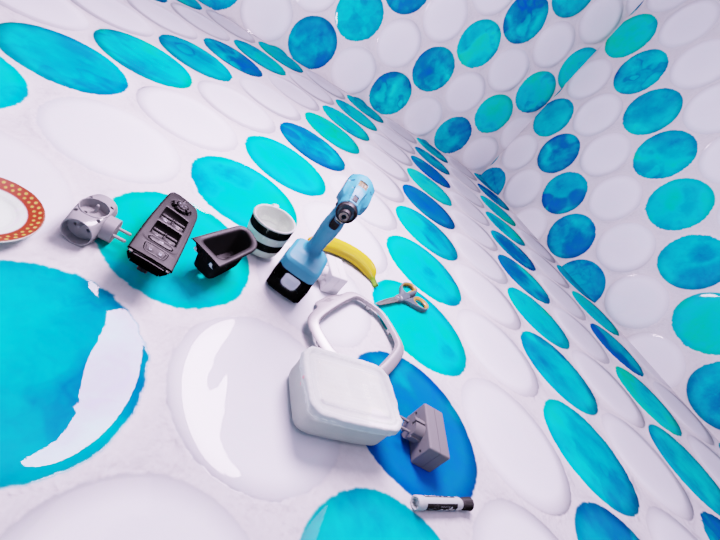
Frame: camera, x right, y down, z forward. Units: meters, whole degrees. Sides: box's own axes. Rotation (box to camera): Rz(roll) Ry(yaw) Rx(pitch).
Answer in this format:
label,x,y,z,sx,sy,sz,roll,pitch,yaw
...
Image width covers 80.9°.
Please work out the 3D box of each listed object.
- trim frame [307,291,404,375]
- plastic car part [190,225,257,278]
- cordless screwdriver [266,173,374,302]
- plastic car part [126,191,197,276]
label,x,y,z,sx,sy,sz,roll,pitch,yaw
trim frame,-0.006,0.114,0.787,0.189,0.028,0.242,44,28,11
plastic car part,-0.224,-0.024,0.691,0.067,0.071,0.114,44,28,8
cordless screwdriver,-0.070,-0.046,0.713,0.073,0.250,0.160,36,28,-9
plastic car part,-0.300,-0.054,0.650,0.064,0.067,0.209,28,29,-22
